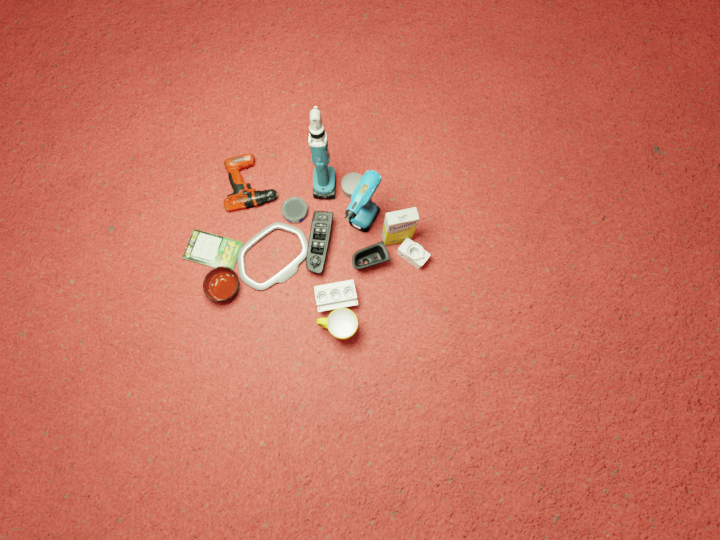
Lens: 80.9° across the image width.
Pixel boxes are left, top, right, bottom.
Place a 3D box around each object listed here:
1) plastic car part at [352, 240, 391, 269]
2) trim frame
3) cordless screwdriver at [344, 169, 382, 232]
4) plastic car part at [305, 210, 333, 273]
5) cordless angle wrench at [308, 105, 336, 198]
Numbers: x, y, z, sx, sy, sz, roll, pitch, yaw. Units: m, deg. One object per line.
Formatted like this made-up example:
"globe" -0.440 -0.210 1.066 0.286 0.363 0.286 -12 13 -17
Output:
"plastic car part" 0.026 -0.036 1.313 0.116 0.069 0.068 -20 74 -3
"trim frame" -0.284 -0.048 1.363 0.247 0.027 0.190 -40 74 -8
"cordless screwdriver" 0.001 -0.181 1.271 0.076 0.244 0.159 29 76 7
"plastic car part" -0.131 -0.086 1.343 0.067 0.065 0.205 7 73 4
"cordless angle wrench" -0.116 -0.332 1.239 0.075 0.414 0.099 3 75 0
